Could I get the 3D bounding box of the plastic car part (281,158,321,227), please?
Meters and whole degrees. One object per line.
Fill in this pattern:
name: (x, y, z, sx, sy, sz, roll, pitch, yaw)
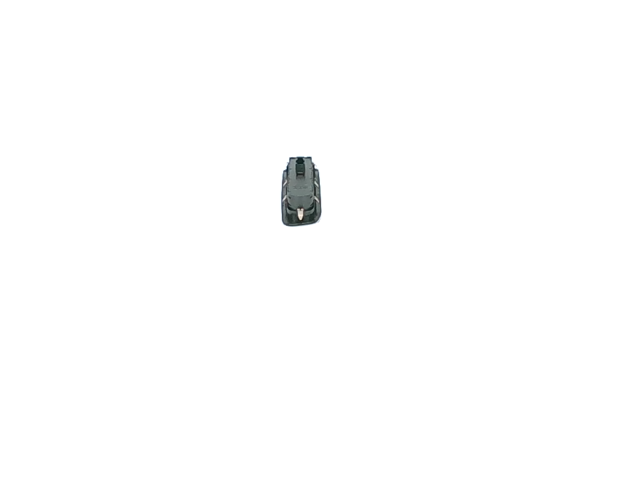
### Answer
plastic car part: (-0.029, -0.091, 0.698, 0.066, 0.067, 0.202, 5, 37, -6)
